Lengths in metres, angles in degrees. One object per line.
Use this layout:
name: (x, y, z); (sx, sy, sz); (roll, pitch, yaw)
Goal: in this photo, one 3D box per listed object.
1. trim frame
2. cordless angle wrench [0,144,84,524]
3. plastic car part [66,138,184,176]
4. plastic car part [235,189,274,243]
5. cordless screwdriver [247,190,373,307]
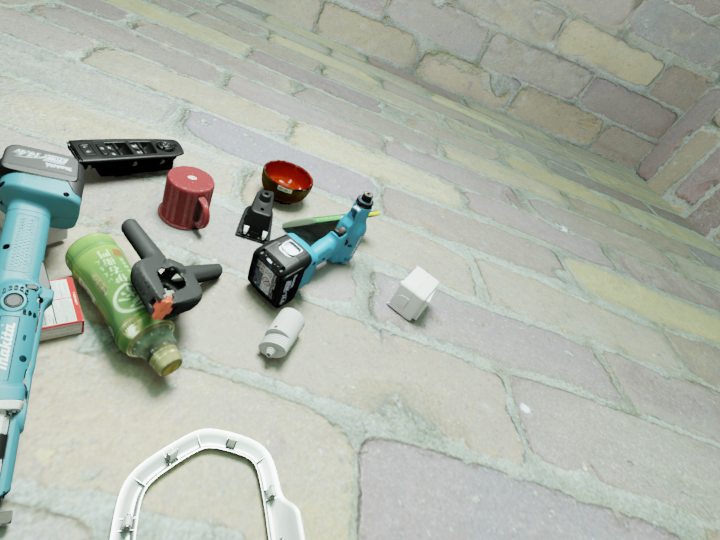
trim frame: (-0.141, 0.271, 0.403); (0.177, 0.027, 0.260); (6, 38, -26)
cordless angle wrench: (-0.377, 0.043, 0.461); (0.093, 0.075, 0.439); (9, 52, -36)
plastic car part: (-0.428, -0.210, 0.794); (0.070, 0.066, 0.196); (39, 41, 27)
plastic car part: (-0.192, -0.116, 0.816); (0.064, 0.071, 0.120); (18, 40, -16)
cordless screwdriver: (-0.071, -0.046, 0.727); (0.077, 0.158, 0.242); (41, 40, 16)
